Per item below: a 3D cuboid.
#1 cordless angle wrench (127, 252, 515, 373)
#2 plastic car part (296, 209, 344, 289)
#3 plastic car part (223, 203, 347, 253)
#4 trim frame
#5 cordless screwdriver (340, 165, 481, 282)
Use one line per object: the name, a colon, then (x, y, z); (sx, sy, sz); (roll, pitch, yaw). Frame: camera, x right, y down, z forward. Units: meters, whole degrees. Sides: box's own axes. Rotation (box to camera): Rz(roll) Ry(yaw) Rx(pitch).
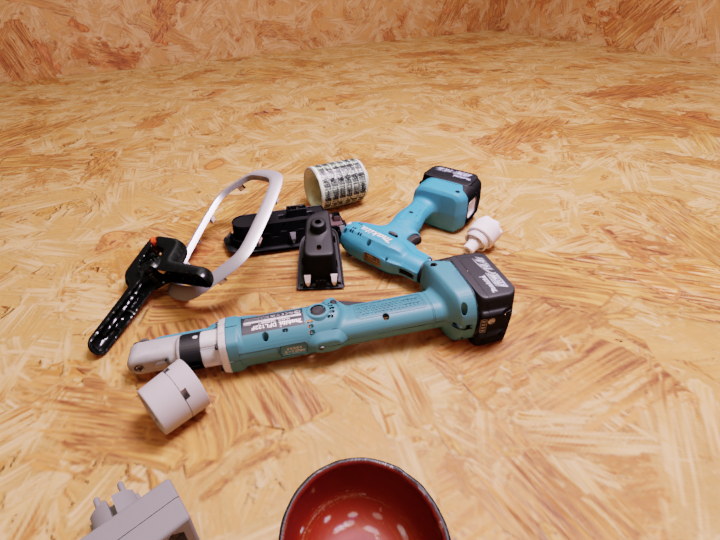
cordless angle wrench: (-0.045, 0.063, 0.478); (0.419, 0.072, 0.102); (-10, 36, -7)
plastic car part: (-0.058, -0.038, 0.594); (0.066, 0.069, 0.120); (-3, 52, -3)
plastic car part: (-0.117, -0.068, 0.670); (0.200, 0.065, 0.069); (-12, 44, -9)
trim frame: (-0.194, -0.060, 0.612); (0.191, 0.026, 0.253); (-13, 48, 31)
cordless screwdriver: (0.106, -0.071, 0.650); (0.168, 0.072, 0.244); (28, 49, 34)
